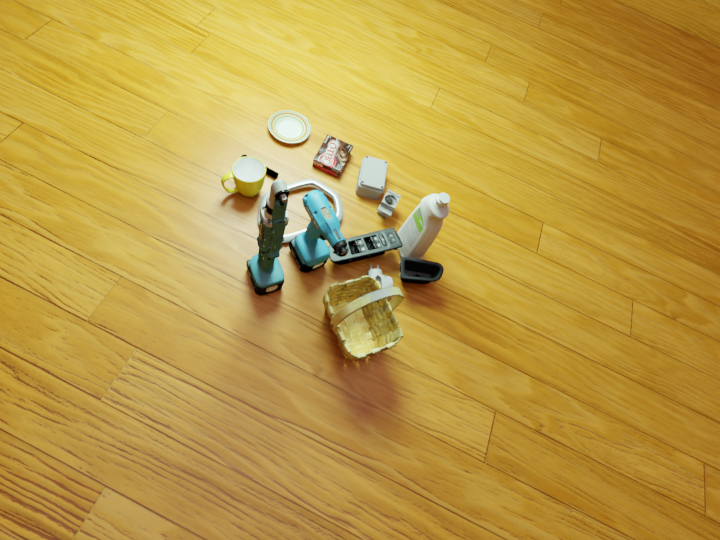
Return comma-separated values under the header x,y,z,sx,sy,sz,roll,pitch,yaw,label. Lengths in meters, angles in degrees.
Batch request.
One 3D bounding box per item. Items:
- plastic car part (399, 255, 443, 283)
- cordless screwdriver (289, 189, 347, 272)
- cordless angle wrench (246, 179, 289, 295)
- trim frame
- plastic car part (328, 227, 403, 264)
x,y,z,sx,sy,sz,roll,pitch,yaw,label
0.153,0.010,1.127,0.115,0.070,0.067,9,63,-8,plastic car part
-0.099,-0.065,1.015,0.073,0.247,0.164,-22,73,-24,cordless screwdriver
-0.191,-0.064,0.898,0.072,0.421,0.101,-16,72,-22,cordless angle wrench
-0.166,-0.166,1.177,0.243,0.027,0.190,-23,70,-21,trim frame
0.005,-0.059,1.135,0.198,0.066,0.068,-13,69,-17,plastic car part
